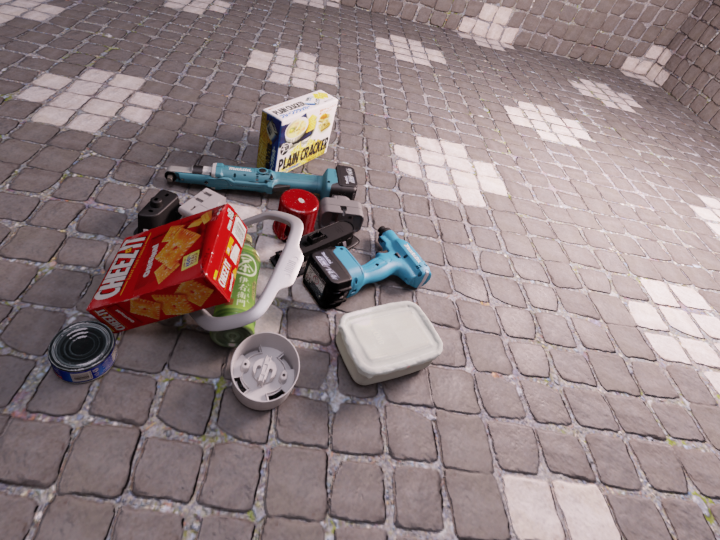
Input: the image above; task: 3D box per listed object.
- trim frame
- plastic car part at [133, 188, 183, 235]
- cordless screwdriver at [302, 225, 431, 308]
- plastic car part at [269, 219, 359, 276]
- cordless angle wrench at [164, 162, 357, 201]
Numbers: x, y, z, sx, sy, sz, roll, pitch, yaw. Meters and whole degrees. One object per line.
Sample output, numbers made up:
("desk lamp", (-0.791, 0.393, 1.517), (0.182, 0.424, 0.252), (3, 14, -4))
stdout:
("trim frame", (-0.184, -0.008, 0.681), (0.191, 0.026, 0.251), (0, 49, 22))
("plastic car part", (-0.389, -0.115, 0.819), (0.066, 0.070, 0.118), (18, 41, 2))
("cordless screwdriver", (0.004, -0.019, 0.833), (0.240, 0.073, 0.167), (-11, 50, -31))
("plastic car part", (-0.083, -0.055, 0.854), (0.197, 0.066, 0.070), (-25, 51, -38))
("cordless angle wrench", (-0.222, -0.203, 0.959), (0.416, 0.073, 0.101), (4, 45, -9))
